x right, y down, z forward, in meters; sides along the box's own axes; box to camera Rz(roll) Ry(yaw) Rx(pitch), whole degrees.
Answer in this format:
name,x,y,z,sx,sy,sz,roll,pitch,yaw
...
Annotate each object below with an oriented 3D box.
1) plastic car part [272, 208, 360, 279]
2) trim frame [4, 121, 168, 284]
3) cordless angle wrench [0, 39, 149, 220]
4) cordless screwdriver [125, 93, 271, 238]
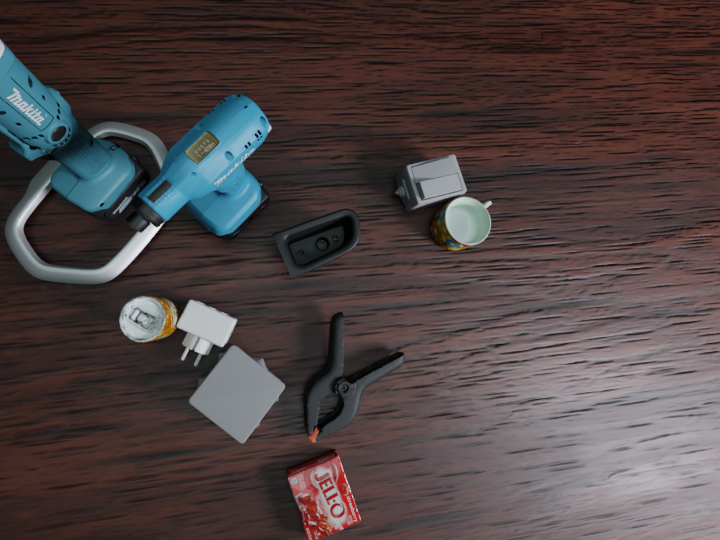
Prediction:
name,x,y,z,sx,sy,sz,roll,pitch,yaw
plastic car part,-0.058,-0.038,0.591,0.115,0.071,0.066,-23,87,-12
trim frame,-0.363,-0.095,0.582,0.184,0.027,0.248,34,78,-1
cordless angle wrench,-0.305,-0.141,0.395,0.074,0.426,0.098,35,78,-7
cordless screwdriver,-0.176,-0.088,0.493,0.074,0.251,0.158,42,77,-5
